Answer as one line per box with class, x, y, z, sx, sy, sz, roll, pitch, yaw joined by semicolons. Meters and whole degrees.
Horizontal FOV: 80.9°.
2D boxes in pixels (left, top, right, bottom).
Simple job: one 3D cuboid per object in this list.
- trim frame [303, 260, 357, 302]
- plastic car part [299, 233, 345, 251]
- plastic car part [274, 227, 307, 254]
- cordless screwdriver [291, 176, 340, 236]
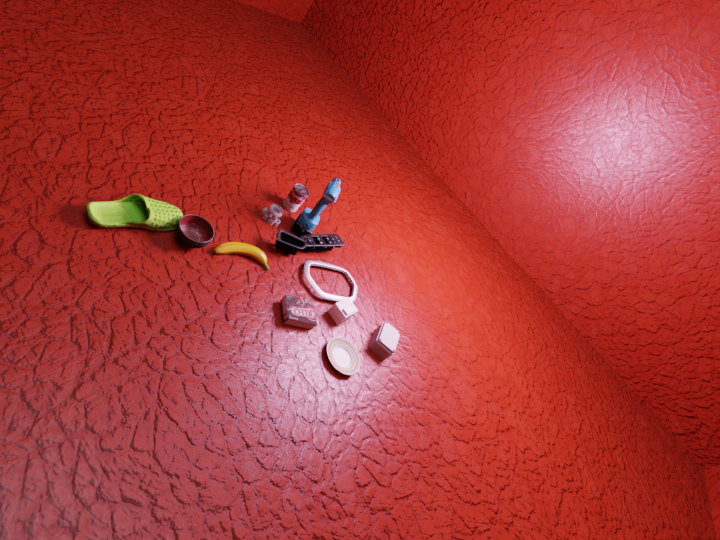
trim frame;-0.107;0.038;1.547;0.236;0.028;0.192;11;45;-37
plastic car part;-0.158;-0.103;1.615;0.193;0.068;0.069;-1;55;-45
plastic car part;-0.257;-0.089;1.499;0.112;0.071;0.068;26;38;-23
cordless screwdriver;-0.159;-0.243;1.605;0.072;0.251;0.161;35;36;-15
